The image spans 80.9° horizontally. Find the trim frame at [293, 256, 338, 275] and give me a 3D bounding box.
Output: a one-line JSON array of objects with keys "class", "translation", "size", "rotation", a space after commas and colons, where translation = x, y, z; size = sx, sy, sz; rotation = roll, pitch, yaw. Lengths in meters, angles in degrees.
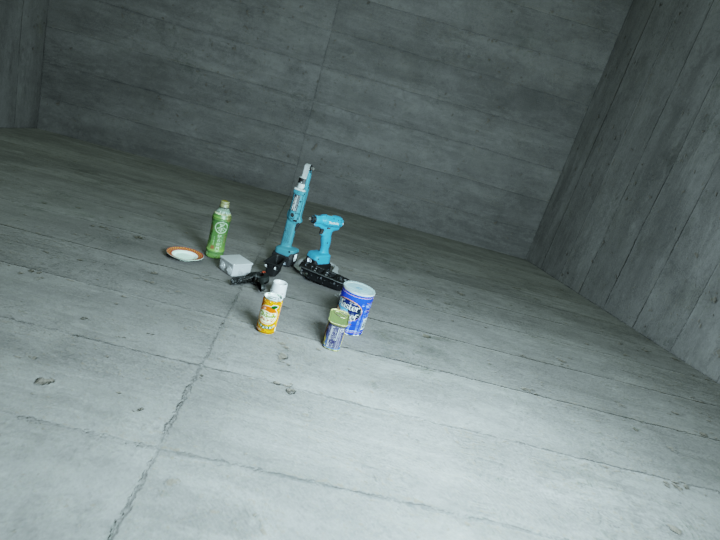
[{"class": "trim frame", "translation": [-0.180, -0.008, 1.771], "size": [0.187, 0.027, 0.247], "rotation": [18, 17, 7]}]

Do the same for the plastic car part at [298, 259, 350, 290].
[{"class": "plastic car part", "translation": [-0.142, 0.027, 1.623], "size": [0.206, 0.066, 0.066], "rotation": [18, 16, 7]}]

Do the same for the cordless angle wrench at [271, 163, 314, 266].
[{"class": "cordless angle wrench", "translation": [-0.264, -0.224, 1.707], "size": [0.101, 0.419, 0.073], "rotation": [21, 15, 14]}]

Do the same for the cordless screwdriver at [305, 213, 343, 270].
[{"class": "cordless screwdriver", "translation": [-0.169, -0.110, 1.727], "size": [0.151, 0.246, 0.079], "rotation": [3, 20, -40]}]

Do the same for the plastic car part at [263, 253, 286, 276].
[{"class": "plastic car part", "translation": [-0.320, -0.013, 1.583], "size": [0.067, 0.070, 0.116], "rotation": [18, 16, 6]}]
